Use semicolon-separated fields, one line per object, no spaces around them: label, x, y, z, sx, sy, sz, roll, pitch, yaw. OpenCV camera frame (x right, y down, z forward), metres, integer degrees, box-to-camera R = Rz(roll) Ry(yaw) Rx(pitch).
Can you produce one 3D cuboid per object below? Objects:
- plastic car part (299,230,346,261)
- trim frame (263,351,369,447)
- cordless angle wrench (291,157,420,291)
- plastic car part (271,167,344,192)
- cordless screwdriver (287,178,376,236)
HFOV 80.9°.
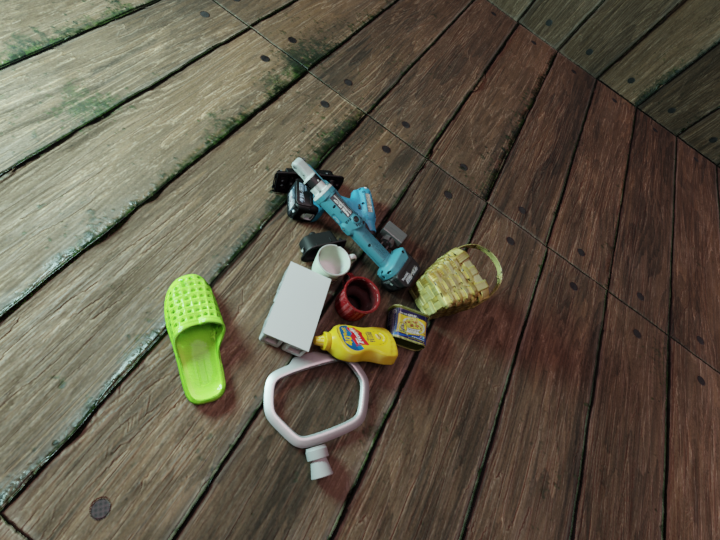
plastic car part;-0.106;-0.069;1.084;0.113;0.065;0.074;-8;52;-23
trim frame;-0.089;0.267;0.910;0.241;0.027;0.190;-13;68;-26
cordless angle wrench;-0.023;-0.122;1.075;0.416;0.076;0.097;46;57;-8
plastic car part;-0.147;-0.251;1.172;0.196;0.065;0.070;0;37;-21
cordless screwdriver;-0.070;-0.159;1.139;0.239;0.075;0.164;3;64;-25
